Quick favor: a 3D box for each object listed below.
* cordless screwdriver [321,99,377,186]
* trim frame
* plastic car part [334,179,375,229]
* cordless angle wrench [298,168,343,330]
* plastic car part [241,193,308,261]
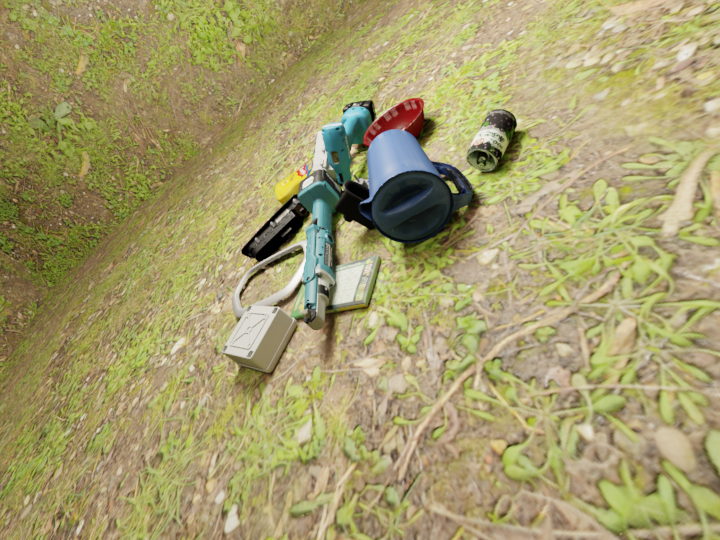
[{"bbox_3d":[-0.020,-0.317,1.048,0.077,0.153,0.250,-1,36,21],"label":"cordless screwdriver"},{"bbox_3d":[-0.200,0.017,0.949,0.254,0.026,0.189,-27,38,28],"label":"trim frame"},{"bbox_3d":[-0.001,-0.121,0.822,0.071,0.113,0.068,-54,22,34],"label":"plastic car part"},{"bbox_3d":[-0.082,-0.053,0.836,0.076,0.093,0.437,-30,36,21],"label":"cordless angle wrench"},{"bbox_3d":[-0.205,-0.093,1.051,0.203,0.063,0.070,-41,57,3],"label":"plastic car part"}]
